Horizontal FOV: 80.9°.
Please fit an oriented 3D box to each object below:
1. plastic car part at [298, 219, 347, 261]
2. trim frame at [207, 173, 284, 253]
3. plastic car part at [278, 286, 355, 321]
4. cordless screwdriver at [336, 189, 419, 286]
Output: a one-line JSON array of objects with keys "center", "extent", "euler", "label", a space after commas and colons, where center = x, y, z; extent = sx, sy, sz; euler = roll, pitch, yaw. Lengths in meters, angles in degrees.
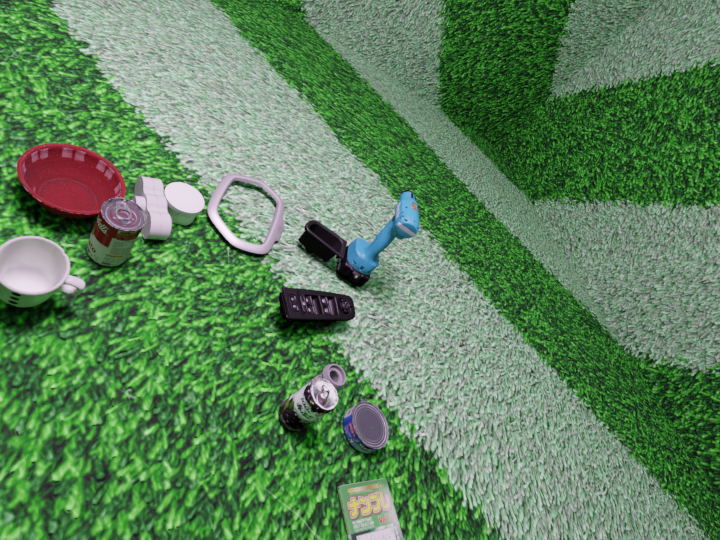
[{"center": [-0.099, -0.065, 1.017], "extent": [0.113, 0.072, 0.067], "euler": [34, 36, -14], "label": "plastic car part"}, {"center": [-0.255, -0.135, 0.976], "extent": [0.178, 0.028, 0.255], "euler": [29, 37, -20], "label": "trim frame"}, {"center": [-0.091, 0.082, 0.874], "extent": [0.193, 0.068, 0.069], "euler": [5, 51, -42], "label": "plastic car part"}, {"center": [0.045, -0.081, 1.019], "extent": [0.072, 0.251, 0.162], "euler": [33, 37, -19], "label": "cordless screwdriver"}]
